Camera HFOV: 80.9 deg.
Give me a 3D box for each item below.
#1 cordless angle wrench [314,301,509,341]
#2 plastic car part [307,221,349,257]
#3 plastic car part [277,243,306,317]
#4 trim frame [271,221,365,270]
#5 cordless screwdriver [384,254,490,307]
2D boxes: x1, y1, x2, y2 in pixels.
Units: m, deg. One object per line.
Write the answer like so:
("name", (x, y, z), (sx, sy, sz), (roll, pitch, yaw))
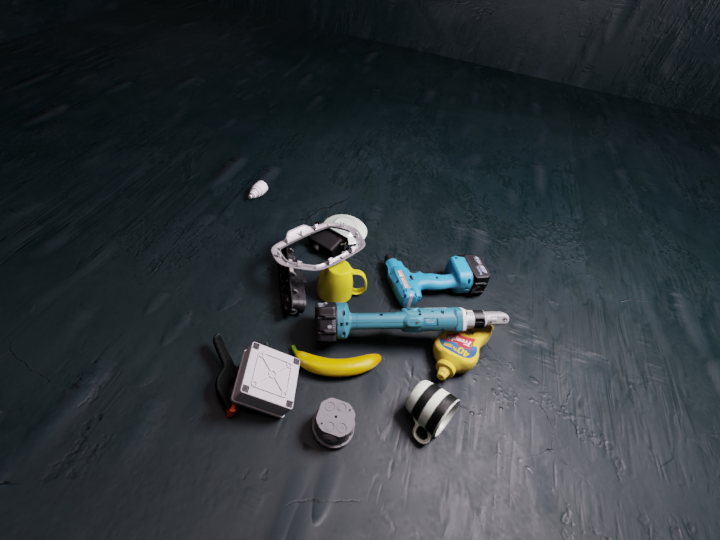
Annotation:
("cordless angle wrench", (0.112, 0.108, 0.924), (0.423, 0.074, 0.098), (-1, 2, -1))
("plastic car part", (-0.096, -0.076, 1.150), (0.122, 0.063, 0.070), (29, 61, 24))
("plastic car part", (-0.167, 0.032, 1.029), (0.064, 0.067, 0.211), (21, 37, -27))
("trim frame", (-0.103, -0.067, 1.050), (0.242, 0.027, 0.195), (-30, 43, -34))
("cordless screwdriver", (0.191, 0.006, 1.095), (0.245, 0.072, 0.166), (-9, 47, -12))
